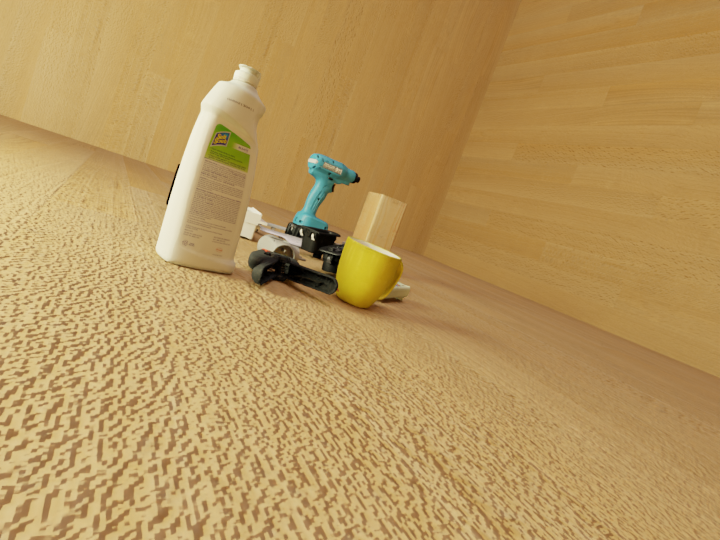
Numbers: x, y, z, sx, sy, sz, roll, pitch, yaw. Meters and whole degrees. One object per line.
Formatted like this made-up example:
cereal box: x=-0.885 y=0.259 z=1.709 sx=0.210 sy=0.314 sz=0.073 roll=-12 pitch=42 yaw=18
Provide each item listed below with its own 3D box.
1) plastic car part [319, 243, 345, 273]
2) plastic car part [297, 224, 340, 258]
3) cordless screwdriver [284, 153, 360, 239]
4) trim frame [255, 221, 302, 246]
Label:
plastic car part: x=-0.037 y=-0.025 z=0.885 sx=0.068 sy=0.067 sz=0.197 roll=22 pitch=7 yaw=15
plastic car part: x=-0.098 y=-0.064 z=1.004 sx=0.069 sy=0.071 sz=0.111 roll=24 pitch=7 yaw=32
cordless screwdriver: x=-0.101 y=-0.180 z=1.158 sx=0.151 sy=0.248 sz=0.078 roll=17 pitch=7 yaw=-33
trim frame: x=-0.189 y=-0.093 z=1.159 sx=0.239 sy=0.027 sz=0.192 roll=17 pitch=7 yaw=-24
